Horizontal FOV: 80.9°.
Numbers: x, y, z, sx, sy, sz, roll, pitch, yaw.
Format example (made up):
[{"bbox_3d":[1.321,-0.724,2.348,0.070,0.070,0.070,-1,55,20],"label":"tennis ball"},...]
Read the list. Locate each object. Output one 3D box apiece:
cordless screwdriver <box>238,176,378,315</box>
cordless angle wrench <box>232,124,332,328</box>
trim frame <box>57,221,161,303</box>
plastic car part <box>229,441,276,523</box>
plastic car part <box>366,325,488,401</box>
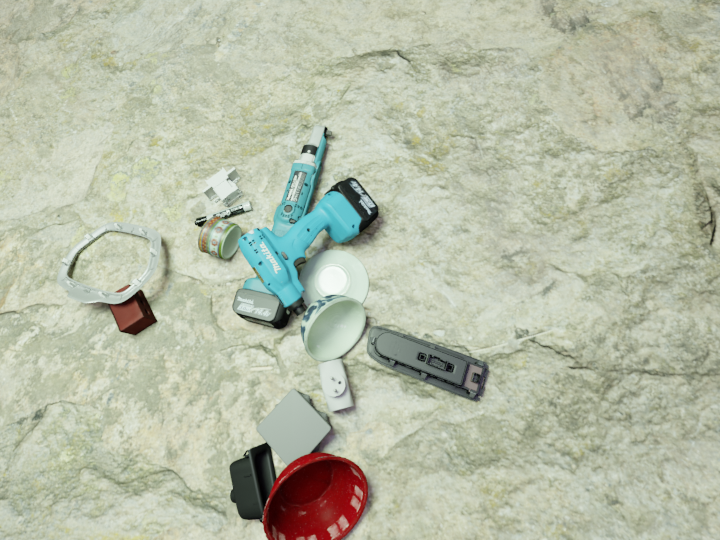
[{"bbox_3d":[-0.072,-0.047,0.740,0.244,0.076,0.159,-36,91,-27],"label":"cordless screwdriver"},{"bbox_3d":[-0.133,-0.105,0.815,0.100,0.072,0.427,11,71,10],"label":"cordless angle wrench"},{"bbox_3d":[-0.494,-0.019,0.828,0.259,0.026,0.185,12,63,24],"label":"trim frame"},{"bbox_3d":[-0.175,0.344,0.672,0.072,0.063,0.119,-18,73,16],"label":"plastic car part"},{"bbox_3d":[0.104,0.148,0.696,0.209,0.065,0.066,18,82,16],"label":"plastic car part"}]
